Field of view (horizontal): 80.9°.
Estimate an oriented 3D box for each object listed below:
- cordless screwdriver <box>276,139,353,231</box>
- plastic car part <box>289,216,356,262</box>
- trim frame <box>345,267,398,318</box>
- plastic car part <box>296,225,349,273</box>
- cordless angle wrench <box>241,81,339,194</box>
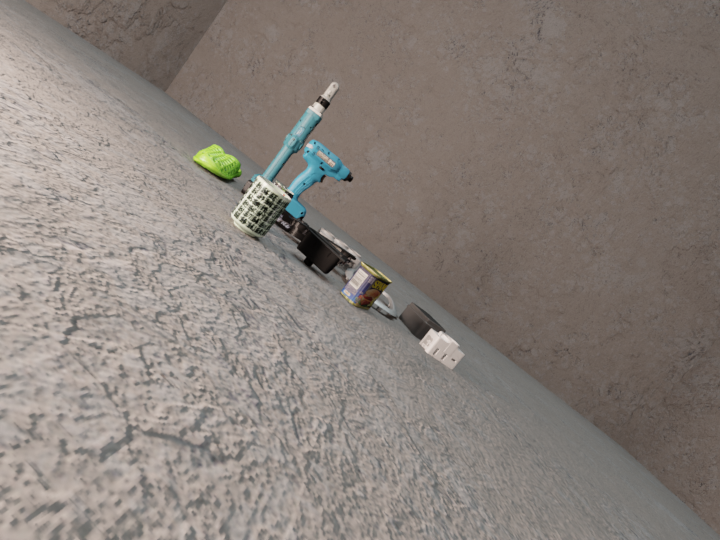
[{"bbox_3d":[-0.143,-0.218,1.174,0.152,0.249,0.077,35,7,-25],"label":"cordless screwdriver"},{"bbox_3d":[-0.110,-0.072,1.125,0.202,0.067,0.066,37,6,-2],"label":"plastic car part"},{"bbox_3d":[0.032,0.060,1.139,0.185,0.027,0.248,37,6,-1],"label":"trim frame"},{"bbox_3d":[-0.092,-0.036,0.937,0.119,0.071,0.065,38,6,9],"label":"plastic car part"},{"bbox_3d":[-0.198,-0.381,1.259,0.074,0.423,0.098,38,6,-5],"label":"cordless angle wrench"}]
